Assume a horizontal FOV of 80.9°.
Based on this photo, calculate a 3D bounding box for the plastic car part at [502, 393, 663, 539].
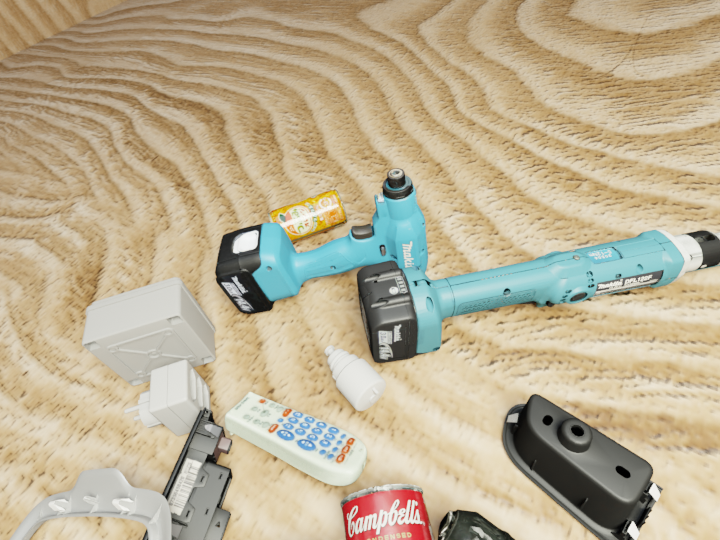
[{"bbox_3d":[0.172,0.147,0.337,0.065,0.068,0.123,-39,54,-23],"label":"plastic car part"}]

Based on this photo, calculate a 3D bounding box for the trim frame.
[{"bbox_3d":[-0.238,0.255,0.324,0.256,0.026,0.188,-19,43,27],"label":"trim frame"}]

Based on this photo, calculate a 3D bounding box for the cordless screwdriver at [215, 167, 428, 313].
[{"bbox_3d":[-0.049,-0.032,0.499,0.252,0.152,0.077,-10,47,8],"label":"cordless screwdriver"}]

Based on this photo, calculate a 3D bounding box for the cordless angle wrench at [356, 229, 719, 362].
[{"bbox_3d":[0.211,0.008,0.443,0.423,0.094,0.077,-11,50,0],"label":"cordless angle wrench"}]

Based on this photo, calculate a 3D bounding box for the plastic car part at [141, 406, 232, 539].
[{"bbox_3d":[-0.154,0.231,0.357,0.067,0.066,0.205,22,51,-2],"label":"plastic car part"}]
